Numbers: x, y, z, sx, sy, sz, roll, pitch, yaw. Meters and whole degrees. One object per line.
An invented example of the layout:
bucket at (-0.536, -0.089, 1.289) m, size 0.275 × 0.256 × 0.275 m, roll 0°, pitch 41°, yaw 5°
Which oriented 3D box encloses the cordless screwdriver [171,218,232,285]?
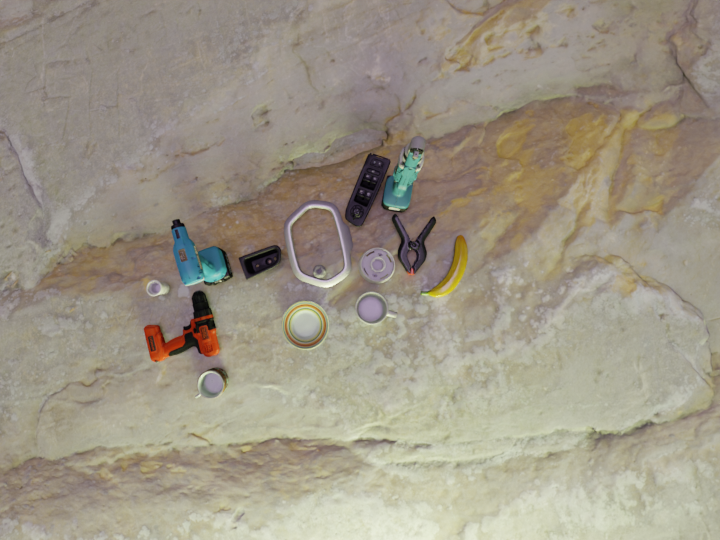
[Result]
cordless screwdriver at (-0.413, -0.039, 1.090) m, size 0.074 × 0.246 × 0.161 m, roll -20°, pitch 85°, yaw -2°

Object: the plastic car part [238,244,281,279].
plastic car part at (-0.265, -0.024, 1.165) m, size 0.117 × 0.070 × 0.067 m, roll -22°, pitch 84°, yaw 1°

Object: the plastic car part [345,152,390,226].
plastic car part at (0.015, -0.218, 1.169) m, size 0.067 × 0.066 × 0.203 m, roll 23°, pitch 85°, yaw 4°

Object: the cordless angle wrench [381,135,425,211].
cordless angle wrench at (0.104, -0.225, 0.986) m, size 0.075 × 0.419 × 0.098 m, roll 12°, pitch 86°, yaw 0°

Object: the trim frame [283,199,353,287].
trim frame at (-0.115, -0.076, 1.181) m, size 0.185 × 0.027 × 0.251 m, roll -14°, pitch 82°, yaw 3°
